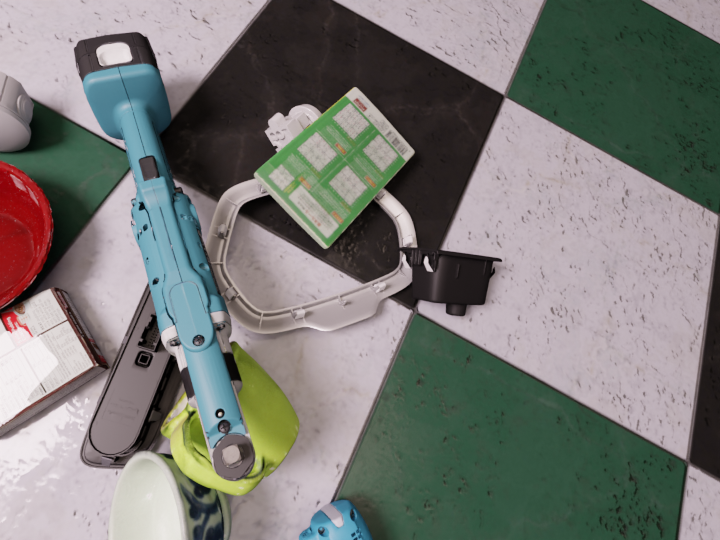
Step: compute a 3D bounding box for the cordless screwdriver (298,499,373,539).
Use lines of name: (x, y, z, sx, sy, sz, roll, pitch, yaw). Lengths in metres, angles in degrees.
cordless screwdriver: (-0.078, 0.316, 0.321, 0.243, 0.074, 0.162, -21, 77, -21)

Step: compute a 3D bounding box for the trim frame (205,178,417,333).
trim frame: (-0.045, -0.029, 0.457, 0.241, 0.028, 0.188, -16, 76, -24)

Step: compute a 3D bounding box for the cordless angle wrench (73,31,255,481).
cordless angle wrench: (-0.169, -0.042, 0.366, 0.073, 0.096, 0.440, -18, 64, -19)

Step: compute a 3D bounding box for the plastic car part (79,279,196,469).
plastic car part: (-0.191, 0.078, 0.388, 0.065, 0.068, 0.205, 20, 71, -15)

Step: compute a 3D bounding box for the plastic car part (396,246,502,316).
plastic car part: (0.101, 0.013, 0.460, 0.111, 0.069, 0.071, 10, 89, -28)
